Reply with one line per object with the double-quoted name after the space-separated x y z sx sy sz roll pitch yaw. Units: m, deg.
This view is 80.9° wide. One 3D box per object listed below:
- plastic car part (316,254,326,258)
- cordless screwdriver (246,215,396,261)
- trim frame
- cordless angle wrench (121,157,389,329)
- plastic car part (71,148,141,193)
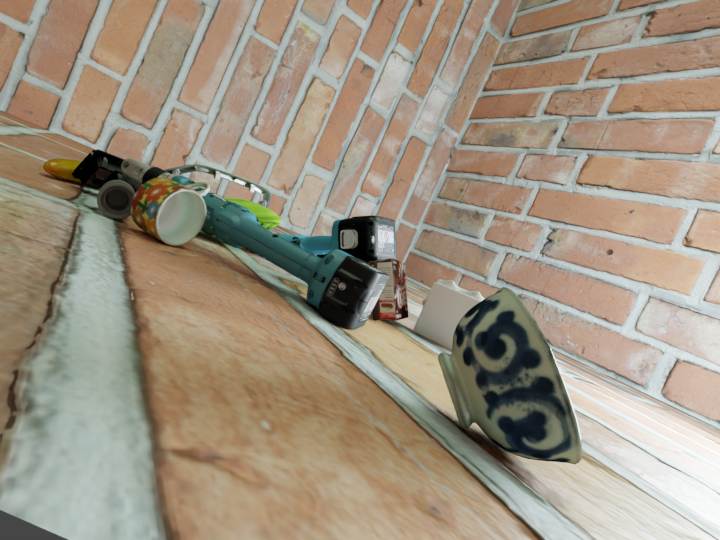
-0.058 -0.003 0.886 0.069 0.066 0.120 38 1 -20 "plastic car part"
-0.072 -0.047 0.740 0.260 0.074 0.151 -2 -2 38 "cordless screwdriver"
-0.287 -0.141 0.819 0.190 0.028 0.235 -18 -21 39 "trim frame"
-0.169 -0.061 0.566 0.438 0.074 0.095 28 4 18 "cordless angle wrench"
-0.352 -0.129 0.695 0.070 0.067 0.193 55 18 22 "plastic car part"
